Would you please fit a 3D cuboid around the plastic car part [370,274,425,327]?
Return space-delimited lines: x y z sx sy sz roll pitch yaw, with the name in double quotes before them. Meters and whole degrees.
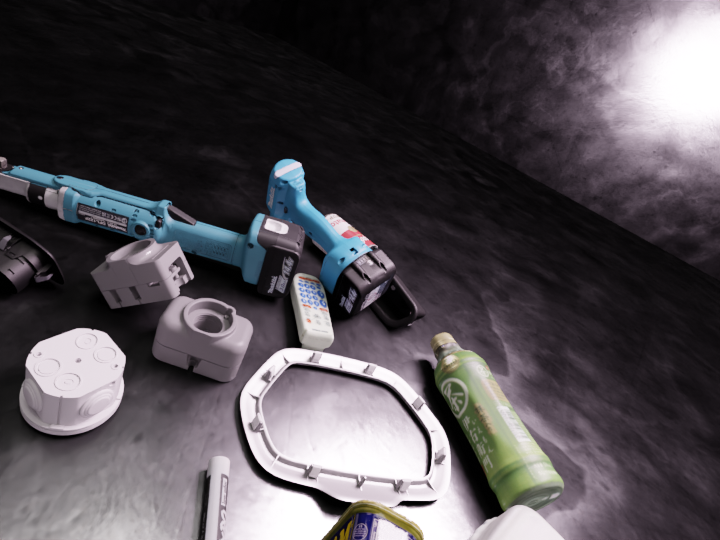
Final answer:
"plastic car part" 0.057 0.044 0.678 0.067 0.066 0.122 12 32 -51

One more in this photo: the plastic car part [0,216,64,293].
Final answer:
"plastic car part" -0.416 -0.036 0.453 0.204 0.066 0.067 26 39 3

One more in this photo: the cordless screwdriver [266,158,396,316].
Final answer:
"cordless screwdriver" -0.065 -0.043 0.670 0.073 0.157 0.257 -31 72 -28

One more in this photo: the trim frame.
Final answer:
"trim frame" -0.010 0.163 0.465 0.241 0.027 0.191 17 31 -16

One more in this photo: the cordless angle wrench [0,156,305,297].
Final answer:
"cordless angle wrench" -0.290 -0.068 0.581 0.418 0.097 0.076 16 31 -6
